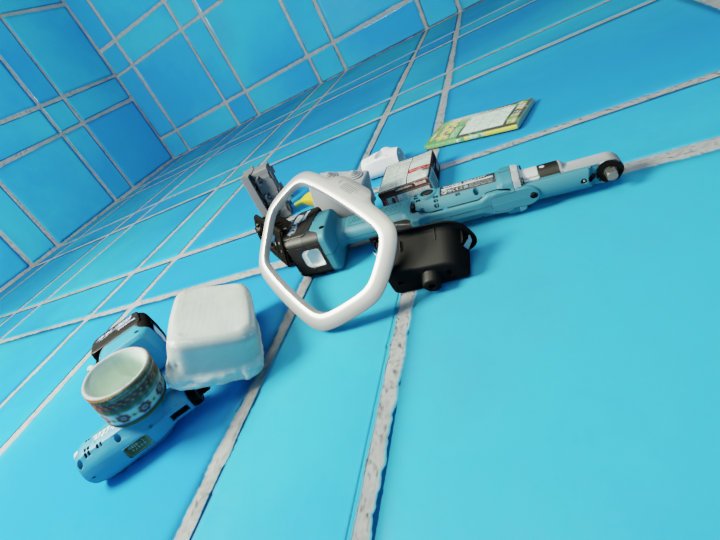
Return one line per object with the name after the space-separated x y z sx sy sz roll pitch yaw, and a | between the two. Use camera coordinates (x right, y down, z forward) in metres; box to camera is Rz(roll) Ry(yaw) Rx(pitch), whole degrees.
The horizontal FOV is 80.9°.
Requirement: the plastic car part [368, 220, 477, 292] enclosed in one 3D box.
0.074 -0.009 0.487 0.120 0.062 0.072 -12 48 26 | plastic car part

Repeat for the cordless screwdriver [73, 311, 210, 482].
-0.291 0.141 0.576 0.158 0.071 0.262 -36 33 -10 | cordless screwdriver

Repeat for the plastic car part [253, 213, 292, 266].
-0.152 -0.071 0.783 0.066 0.064 0.213 -30 27 -21 | plastic car part

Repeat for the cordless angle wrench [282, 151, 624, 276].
0.095 -0.079 0.562 0.437 0.071 0.099 -12 33 26 | cordless angle wrench

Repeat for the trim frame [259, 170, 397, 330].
-0.053 -0.035 0.547 0.263 0.026 0.184 37 102 42 | trim frame
